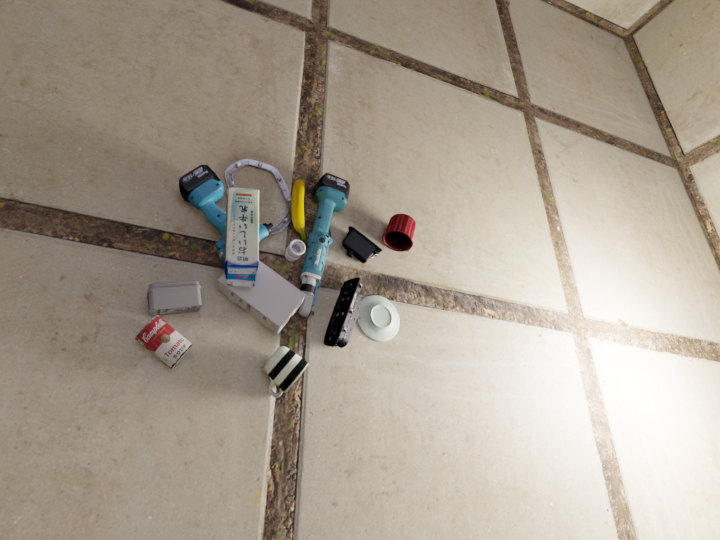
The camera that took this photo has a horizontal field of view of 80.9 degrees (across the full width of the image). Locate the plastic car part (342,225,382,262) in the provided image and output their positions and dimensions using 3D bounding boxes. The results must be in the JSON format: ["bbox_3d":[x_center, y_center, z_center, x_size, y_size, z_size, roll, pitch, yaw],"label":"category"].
[{"bbox_3d":[-0.007,-0.064,1.216,0.117,0.066,0.071,36,71,0],"label":"plastic car part"}]

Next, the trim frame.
[{"bbox_3d":[-0.283,-0.213,1.188,0.178,0.028,0.254,-17,75,-28],"label":"trim frame"}]

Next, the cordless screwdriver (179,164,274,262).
[{"bbox_3d":[-0.348,-0.158,1.093,0.157,0.075,0.251,-33,85,-21],"label":"cordless screwdriver"}]

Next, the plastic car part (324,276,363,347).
[{"bbox_3d":[-0.040,0.118,1.111,0.064,0.069,0.204,46,50,-31],"label":"plastic car part"}]

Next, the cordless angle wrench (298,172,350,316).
[{"bbox_3d":[-0.114,-0.075,1.167,0.095,0.075,0.430,18,62,-16],"label":"cordless angle wrench"}]
